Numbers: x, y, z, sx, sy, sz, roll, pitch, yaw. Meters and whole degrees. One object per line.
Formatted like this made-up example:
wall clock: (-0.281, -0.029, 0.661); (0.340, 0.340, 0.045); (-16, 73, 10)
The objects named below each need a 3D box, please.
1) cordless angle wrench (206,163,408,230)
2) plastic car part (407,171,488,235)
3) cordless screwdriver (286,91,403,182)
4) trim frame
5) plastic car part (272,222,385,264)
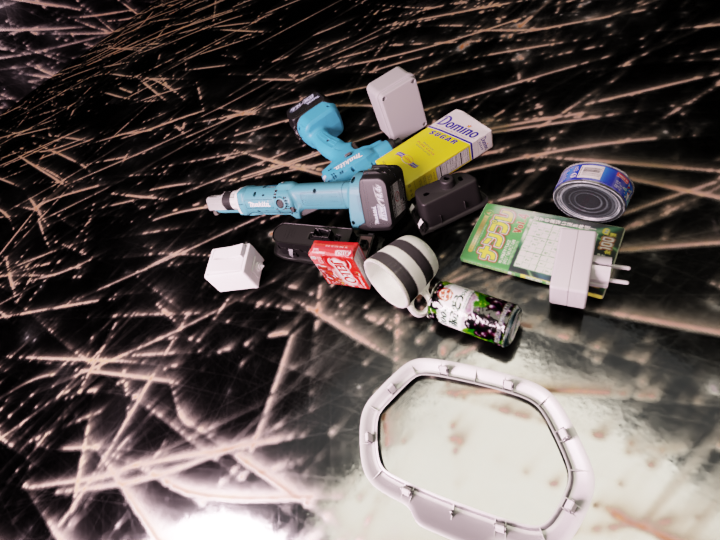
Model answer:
cordless angle wrench: (-0.130, -0.129, 0.770); (0.443, 0.095, 0.073); (4, 29, 31)
plastic car part: (0.131, -0.116, 0.654); (0.118, 0.067, 0.069); (-26, 51, 9)
cordless screwdriver: (-0.038, -0.266, 0.837); (0.159, 0.070, 0.261); (-32, 54, 0)
trim frame: (0.115, 0.194, 0.473); (0.259, 0.026, 0.186); (8, 62, 27)
plastic car part: (-0.069, -0.045, 0.704); (0.212, 0.063, 0.067); (6, 70, 30)
